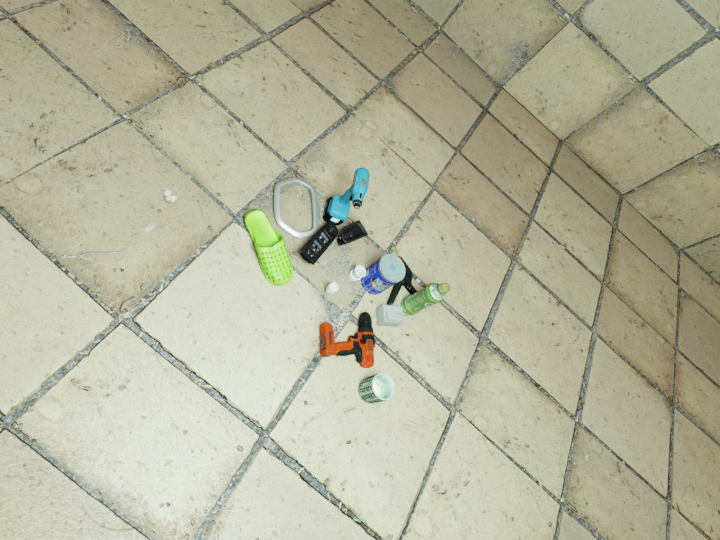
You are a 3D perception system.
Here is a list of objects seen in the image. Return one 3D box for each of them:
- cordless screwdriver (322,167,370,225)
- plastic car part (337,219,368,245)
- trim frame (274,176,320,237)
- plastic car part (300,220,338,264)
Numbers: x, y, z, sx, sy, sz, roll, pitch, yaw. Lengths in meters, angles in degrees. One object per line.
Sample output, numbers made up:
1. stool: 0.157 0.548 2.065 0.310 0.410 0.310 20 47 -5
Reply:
1. cordless screwdriver: -0.051 -0.234 1.484 0.072 0.252 0.162 22 58 -21
2. plastic car part: -0.042 -0.126 1.543 0.113 0.072 0.067 -29 83 -35
3. trim frame: -0.227 -0.230 1.531 0.177 0.028 0.255 5 63 -25
4. plastic car part: -0.144 -0.094 1.477 0.066 0.068 0.202 41 54 -5
